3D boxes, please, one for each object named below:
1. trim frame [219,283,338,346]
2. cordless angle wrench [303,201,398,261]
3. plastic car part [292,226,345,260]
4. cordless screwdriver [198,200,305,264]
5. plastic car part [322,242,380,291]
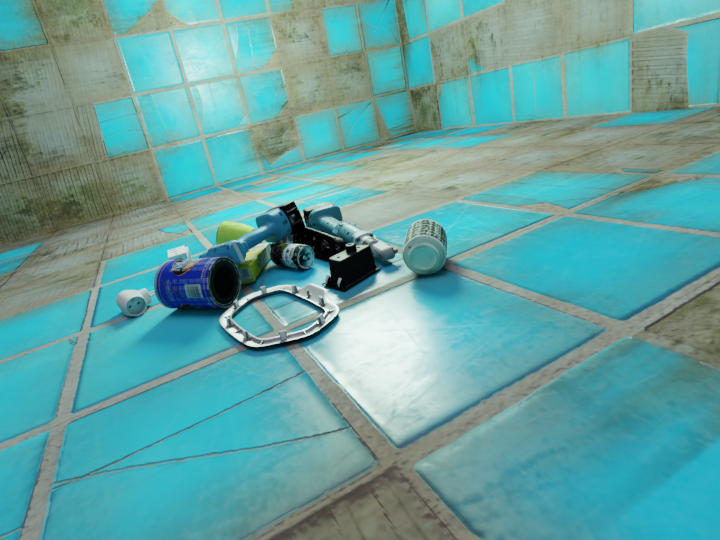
[{"bbox_3d":[-0.148,0.070,0.750,0.179,0.027,0.261,-25,22,-30],"label":"trim frame"},{"bbox_3d":[-0.034,-0.093,1.039,0.096,0.072,0.443,-20,24,-18],"label":"cordless angle wrench"},{"bbox_3d":[-0.100,-0.066,1.027,0.064,0.066,0.213,7,8,-31],"label":"plastic car part"},{"bbox_3d":[-0.258,-0.078,0.996,0.166,0.072,0.244,-9,23,43],"label":"cordless screwdriver"},{"bbox_3d":[-0.019,-0.016,0.830,0.114,0.069,0.069,-31,28,-34],"label":"plastic car part"}]
